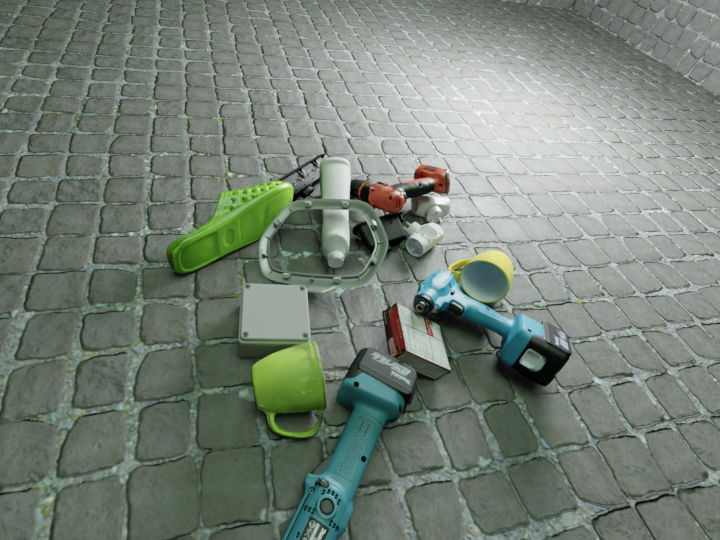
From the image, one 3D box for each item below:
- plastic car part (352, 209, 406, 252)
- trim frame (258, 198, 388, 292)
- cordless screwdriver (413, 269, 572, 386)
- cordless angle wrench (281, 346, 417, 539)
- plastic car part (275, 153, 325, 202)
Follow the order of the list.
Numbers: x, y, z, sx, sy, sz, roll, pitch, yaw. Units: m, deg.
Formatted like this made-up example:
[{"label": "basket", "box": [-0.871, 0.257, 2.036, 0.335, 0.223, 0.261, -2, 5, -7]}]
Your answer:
[{"label": "plastic car part", "box": [0.046, -0.070, 0.864, 0.113, 0.066, 0.073, -21, 70, -26]}, {"label": "trim frame", "box": [-0.074, -0.048, 0.755, 0.257, 0.026, 0.186, 4, 71, 20]}, {"label": "cordless screwdriver", "box": [0.209, 0.091, 0.706, 0.258, 0.074, 0.155, 31, 26, 19]}, {"label": "cordless angle wrench", "box": [-0.045, 0.283, 0.502, 0.100, 0.073, 0.422, 25, 49, 9]}, {"label": "plastic car part", "box": [-0.127, -0.201, 0.942, 0.068, 0.066, 0.201, 35, 49, 4]}]
